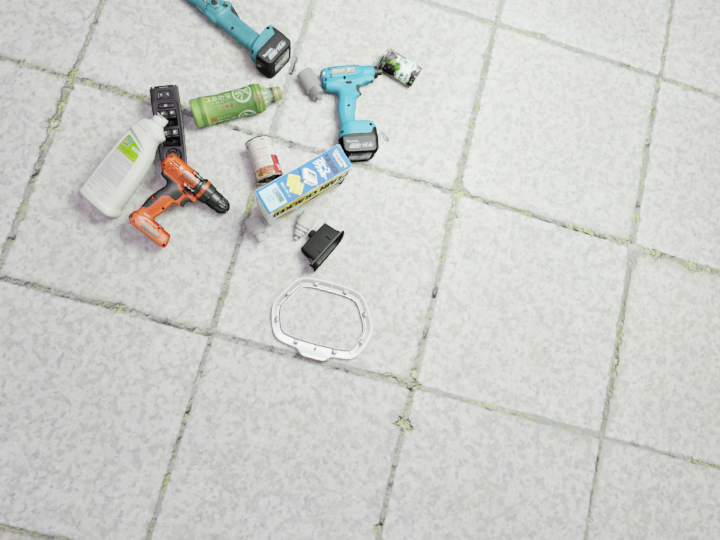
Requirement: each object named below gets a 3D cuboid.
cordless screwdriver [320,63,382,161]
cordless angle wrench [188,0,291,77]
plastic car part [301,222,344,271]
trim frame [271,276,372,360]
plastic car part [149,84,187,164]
[{"bbox_3d":[-0.002,-0.403,1.065,0.157,0.074,0.252,-10,81,-8],"label":"cordless screwdriver"},{"bbox_3d":[-0.360,-0.655,1.062,0.425,0.074,0.098,40,80,2],"label":"cordless angle wrench"},{"bbox_3d":[-0.100,-0.065,1.022,0.073,0.064,0.116,35,77,11],"label":"plastic car part"},{"bbox_3d":[-0.090,0.118,1.013,0.246,0.028,0.185,17,82,-6],"label":"trim frame"},{"bbox_3d":[-0.454,-0.332,1.009,0.065,0.068,0.203,-8,88,-17],"label":"plastic car part"}]
